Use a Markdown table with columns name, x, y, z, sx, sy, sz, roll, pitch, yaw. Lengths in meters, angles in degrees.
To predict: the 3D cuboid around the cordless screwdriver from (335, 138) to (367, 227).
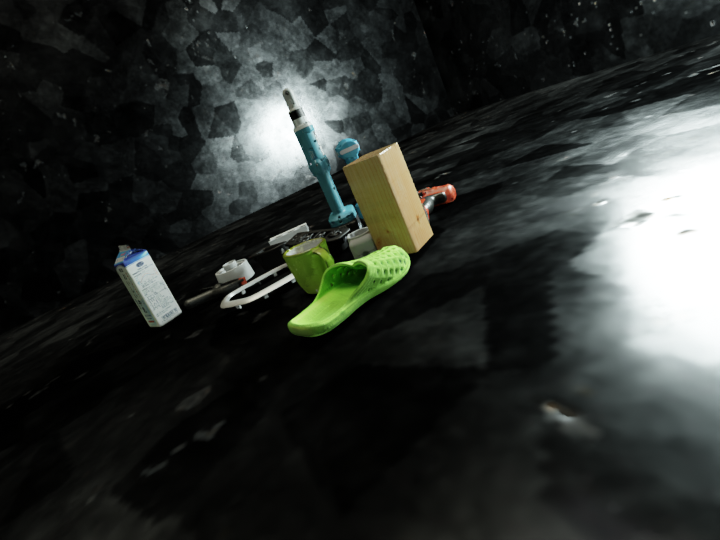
| name | x | y | z | sx | sy | sz | roll | pitch | yaw |
| --- | --- | --- | --- | --- | --- | --- | --- | --- | --- |
| cordless screwdriver | 0.001 | -0.222 | 1.096 | 0.074 | 0.243 | 0.163 | -24 | 15 | -1 |

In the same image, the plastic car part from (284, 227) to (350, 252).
| name | x | y | z | sx | sy | sz | roll | pitch | yaw |
| --- | --- | --- | --- | --- | --- | --- | --- | --- | --- |
| plastic car part | -0.107 | -0.070 | 1.097 | 0.212 | 0.065 | 0.065 | -7 | 23 | 44 |

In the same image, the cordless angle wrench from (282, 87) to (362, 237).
| name | x | y | z | sx | sy | sz | roll | pitch | yaw |
| --- | --- | --- | --- | --- | --- | --- | --- | --- | --- |
| cordless angle wrench | -0.109 | -0.280 | 1.126 | 0.075 | 0.414 | 0.098 | -21 | 14 | 12 |

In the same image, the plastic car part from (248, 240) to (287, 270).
| name | x | y | z | sx | sy | sz | roll | pitch | yaw |
| --- | --- | --- | --- | --- | --- | --- | --- | --- | --- |
| plastic car part | -0.236 | -0.032 | 1.151 | 0.121 | 0.069 | 0.065 | -9 | 22 | 41 |

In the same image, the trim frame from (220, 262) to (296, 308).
| name | x | y | z | sx | sy | sz | roll | pitch | yaw |
| --- | --- | --- | --- | --- | --- | --- | --- | --- | --- |
| trim frame | -0.226 | 0.031 | 1.029 | 0.244 | 0.027 | 0.192 | -33 | 20 | -25 |
